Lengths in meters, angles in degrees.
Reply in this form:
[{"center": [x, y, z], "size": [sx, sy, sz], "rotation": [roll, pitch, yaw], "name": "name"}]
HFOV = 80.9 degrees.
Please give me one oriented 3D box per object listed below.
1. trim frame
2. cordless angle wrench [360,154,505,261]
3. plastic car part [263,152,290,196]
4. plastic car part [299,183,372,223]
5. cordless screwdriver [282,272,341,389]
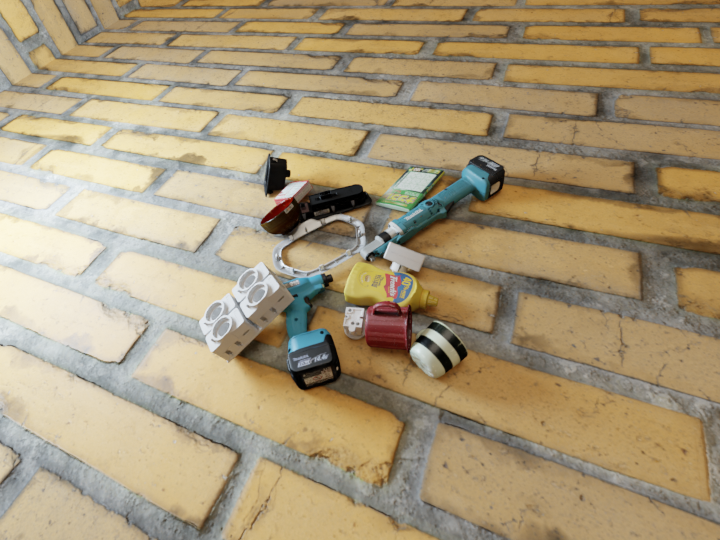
[{"center": [-0.102, -0.067, 1.045], "size": [0.246, 0.026, 0.195], "rotation": [-31, 45, -13], "name": "trim frame"}, {"center": [0.172, -0.146, 1.042], "size": [0.418, 0.071, 0.103], "rotation": [-33, 52, -15], "name": "cordless angle wrench"}, {"center": [-0.237, -0.273, 1.209], "size": [0.069, 0.115, 0.069], "rotation": [3, 46, -21], "name": "plastic car part"}, {"center": [-0.073, -0.188, 1.131], "size": [0.202, 0.064, 0.069], "rotation": [-12, 42, -3], "name": "plastic car part"}, {"center": [-0.101, 0.108, 0.876], "size": [0.158, 0.071, 0.261], "rotation": [-21, 46, -8], "name": "cordless screwdriver"}]
